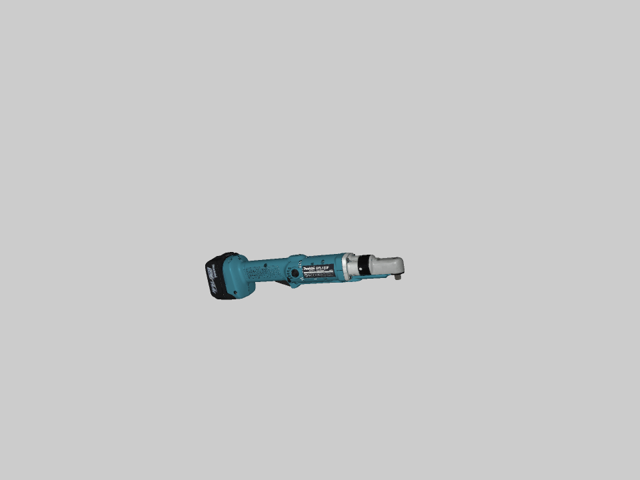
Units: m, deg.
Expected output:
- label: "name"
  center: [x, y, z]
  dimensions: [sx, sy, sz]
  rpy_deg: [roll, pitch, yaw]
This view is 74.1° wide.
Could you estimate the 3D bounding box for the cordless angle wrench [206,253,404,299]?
- label: "cordless angle wrench"
  center: [-0.040, 0.062, 0.855]
  dimensions: [0.424, 0.098, 0.074]
  rpy_deg: [-6, 10, 26]
